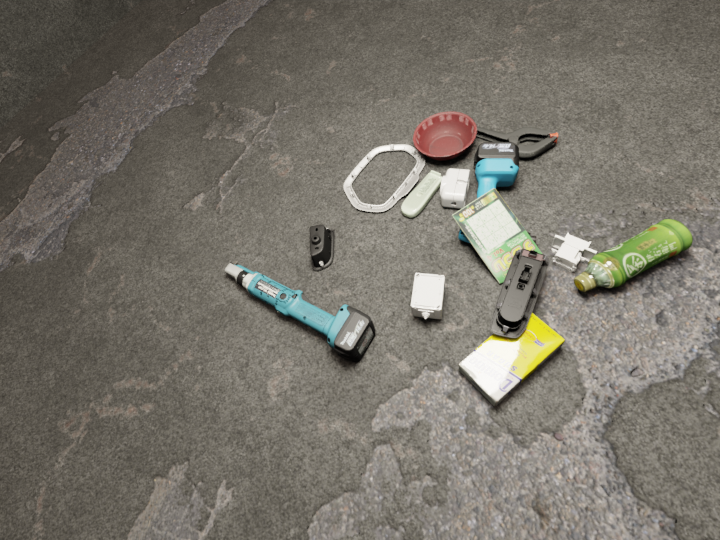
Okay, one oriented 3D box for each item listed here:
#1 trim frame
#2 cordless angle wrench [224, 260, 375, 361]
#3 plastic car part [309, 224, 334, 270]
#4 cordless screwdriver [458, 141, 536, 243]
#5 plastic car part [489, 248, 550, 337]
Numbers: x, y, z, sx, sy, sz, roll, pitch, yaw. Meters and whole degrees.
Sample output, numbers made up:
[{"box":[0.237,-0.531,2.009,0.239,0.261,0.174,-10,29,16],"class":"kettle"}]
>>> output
[{"box":[0.064,-0.256,1.138,0.193,0.026,0.247,30,69,28],"class":"trim frame"},{"box":[-0.168,0.071,0.982,0.445,0.071,0.098,23,68,30],"class":"cordless angle wrench"},{"box":[-0.102,-0.067,1.045,0.067,0.067,0.120,-9,54,10],"class":"plastic car part"},{"box":[0.325,-0.171,0.969,0.164,0.071,0.251,9,72,18],"class":"cordless screwdriver"},{"box":[0.311,0.037,0.816,0.069,0.065,0.203,22,68,17],"class":"plastic car part"}]
